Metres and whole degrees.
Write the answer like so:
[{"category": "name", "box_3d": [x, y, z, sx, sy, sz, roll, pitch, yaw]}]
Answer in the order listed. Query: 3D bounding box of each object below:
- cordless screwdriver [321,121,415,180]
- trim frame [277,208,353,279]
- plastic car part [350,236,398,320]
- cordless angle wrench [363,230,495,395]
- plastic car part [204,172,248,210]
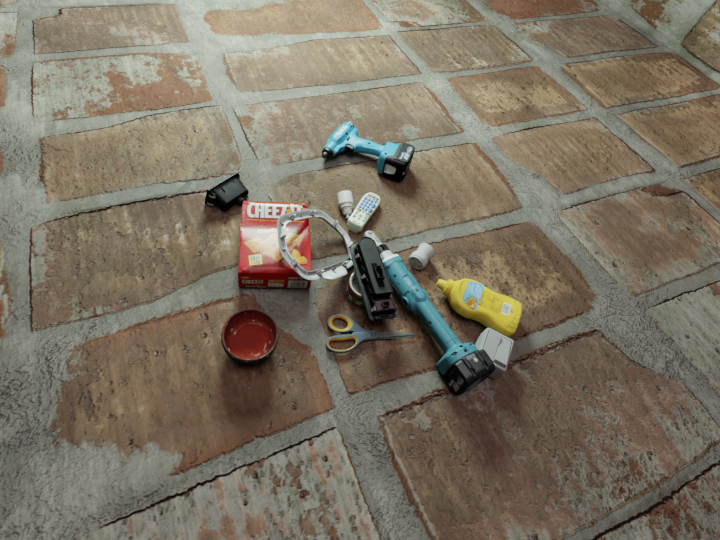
[{"category": "cordless screwdriver", "box_3d": [0.019, -0.338, 1.226, 0.256, 0.072, 0.159, 26, 55, 14]}, {"category": "trim frame", "box_3d": [-0.095, -0.062, 0.973, 0.239, 0.028, 0.187, -18, 75, -54]}, {"category": "plastic car part", "box_3d": [0.026, 0.005, 0.925, 0.065, 0.065, 0.212, -10, 54, -12]}, {"category": "cordless angle wrench", "box_3d": [0.122, 0.064, 0.946, 0.073, 0.095, 0.443, -21, 57, -21]}, {"category": "plastic car part", "box_3d": [-0.332, -0.195, 1.083, 0.071, 0.066, 0.115, 47, 56, 3]}]
